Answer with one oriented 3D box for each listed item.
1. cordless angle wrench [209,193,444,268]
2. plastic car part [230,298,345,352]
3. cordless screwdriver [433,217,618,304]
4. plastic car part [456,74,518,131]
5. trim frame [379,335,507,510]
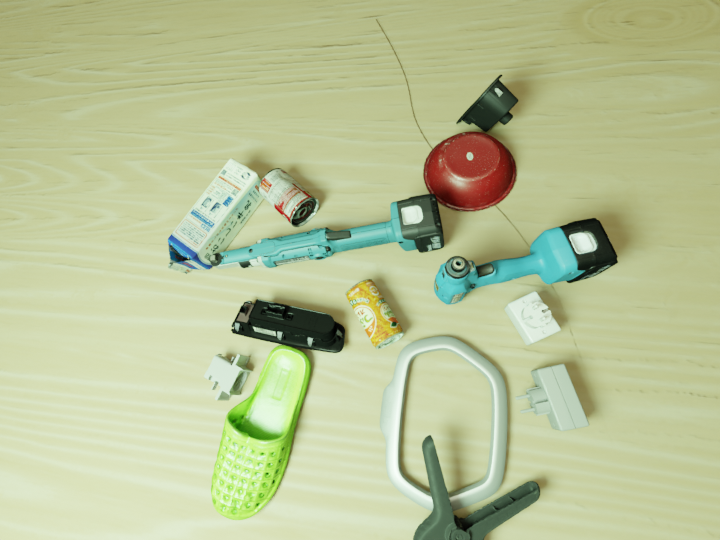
[{"bbox_3d":[-0.074,-0.048,0.753,0.432,0.094,0.076,-9,71,14],"label":"cordless angle wrench"},{"bbox_3d":[-0.123,0.087,0.723,0.208,0.065,0.067,12,45,12],"label":"plastic car part"},{"bbox_3d":[0.235,-0.012,0.625,0.251,0.154,0.076,-14,72,5],"label":"cordless screwdriver"},{"bbox_3d":[0.234,-0.286,0.750,0.070,0.117,0.066,42,84,-6],"label":"plastic car part"},{"bbox_3d":[0.123,0.225,0.640,0.189,0.026,0.251,4,74,14],"label":"trim frame"}]
